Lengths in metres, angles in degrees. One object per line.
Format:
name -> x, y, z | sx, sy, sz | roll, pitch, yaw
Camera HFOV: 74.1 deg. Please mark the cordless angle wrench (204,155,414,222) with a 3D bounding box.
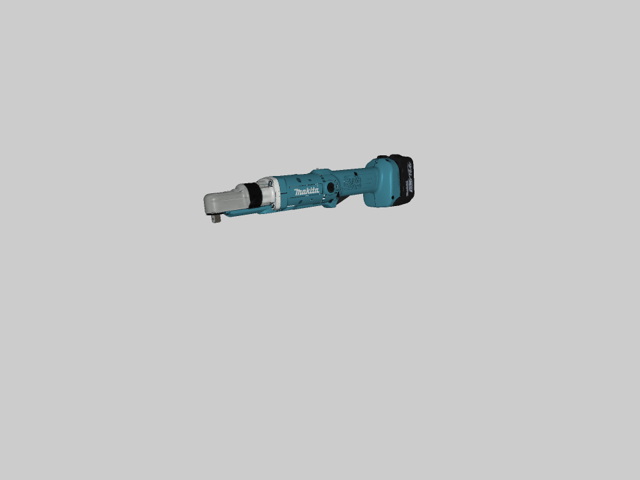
cordless angle wrench -> 0.001, -0.085, 0.709 | 0.422, 0.098, 0.074 | -13, 13, -40
